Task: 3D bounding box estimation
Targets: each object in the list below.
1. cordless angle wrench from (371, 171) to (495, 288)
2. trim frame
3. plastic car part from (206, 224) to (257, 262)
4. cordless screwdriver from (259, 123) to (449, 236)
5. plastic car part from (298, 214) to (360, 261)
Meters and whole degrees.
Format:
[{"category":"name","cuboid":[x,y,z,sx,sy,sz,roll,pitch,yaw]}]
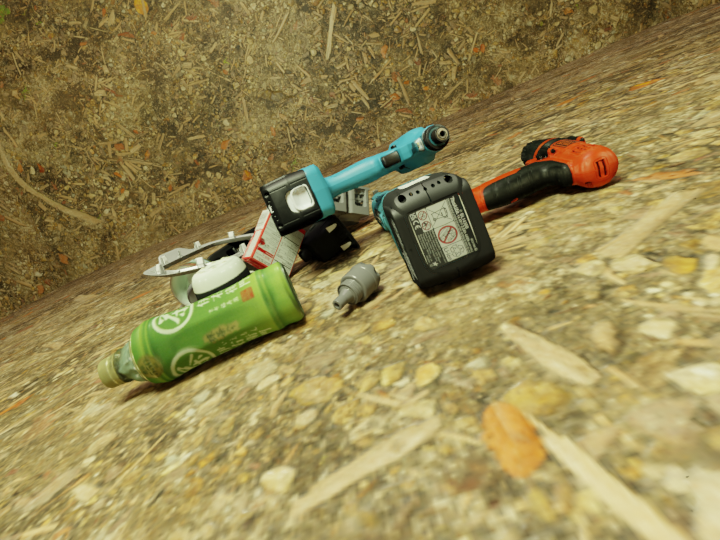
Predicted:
[{"category":"cordless angle wrench","cuboid":[0.054,-0.077,0.575,0.074,0.096,0.429,-23,13,0]},{"category":"trim frame","cuboid":[-0.247,-0.035,0.711,0.189,0.027,0.247,-8,18,18]},{"category":"plastic car part","cuboid":[-0.242,-0.031,0.849,0.069,0.065,0.200,-25,13,37]},{"category":"cordless screwdriver","cuboid":[-0.009,-0.128,0.570,0.247,0.073,0.162,-25,9,-7]},{"category":"plastic car part","cuboid":[-0.066,-0.043,0.672,0.070,0.064,0.121,-45,20,-18]}]
